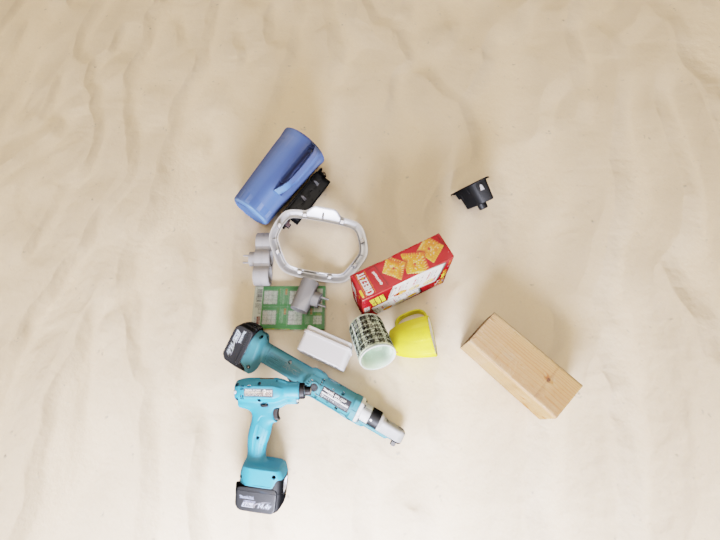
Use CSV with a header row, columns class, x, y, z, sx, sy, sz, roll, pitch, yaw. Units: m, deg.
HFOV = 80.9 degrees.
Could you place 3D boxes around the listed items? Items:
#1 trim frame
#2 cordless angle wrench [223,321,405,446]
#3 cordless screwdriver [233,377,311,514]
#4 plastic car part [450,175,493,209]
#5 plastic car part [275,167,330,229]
class,x,y,z,sx,sy,sz,roll,pitch,yaw
trim frame,-0.102,-0.067,1.042,0.247,0.027,0.186,10,76,-3
cordless angle wrench,-0.099,0.249,0.923,0.433,0.072,0.098,27,92,12
cordless screwdriver,-0.178,0.348,0.864,0.161,0.073,0.251,-2,81,7
plastic car part,0.283,-0.182,1.034,0.065,0.118,0.070,-27,95,-7
plastic car part,-0.144,-0.184,1.105,0.068,0.065,0.203,31,75,4
